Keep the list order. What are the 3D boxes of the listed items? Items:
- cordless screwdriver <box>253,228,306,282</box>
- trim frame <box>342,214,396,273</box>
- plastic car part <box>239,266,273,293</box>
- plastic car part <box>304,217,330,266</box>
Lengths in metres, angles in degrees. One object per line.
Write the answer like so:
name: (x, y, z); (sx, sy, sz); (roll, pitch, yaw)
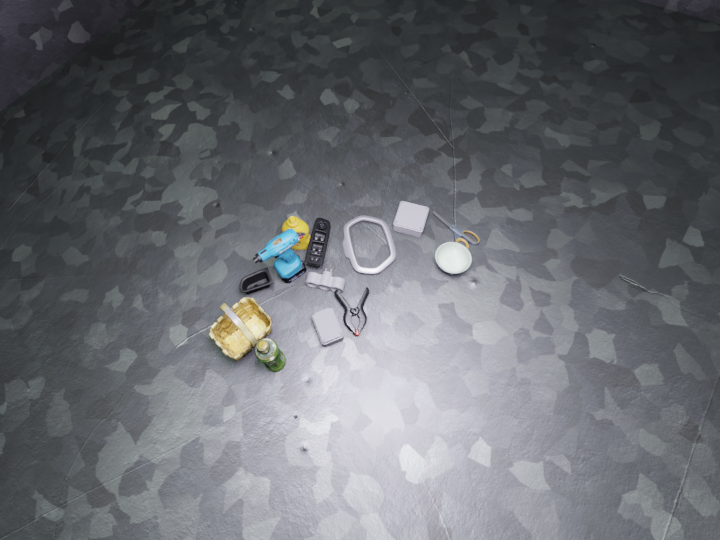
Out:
cordless screwdriver: (-0.270, -0.033, 1.427); (0.158, 0.241, 0.077); (-34, 69, -13)
trim frame: (0.027, -0.098, 1.550); (0.184, 0.026, 0.257); (-14, 63, -1)
plastic car part: (-0.367, 0.048, 1.493); (0.116, 0.069, 0.068); (-22, 65, -6)
plastic car part: (-0.151, -0.099, 1.547); (0.067, 0.065, 0.206); (6, 64, 6)
